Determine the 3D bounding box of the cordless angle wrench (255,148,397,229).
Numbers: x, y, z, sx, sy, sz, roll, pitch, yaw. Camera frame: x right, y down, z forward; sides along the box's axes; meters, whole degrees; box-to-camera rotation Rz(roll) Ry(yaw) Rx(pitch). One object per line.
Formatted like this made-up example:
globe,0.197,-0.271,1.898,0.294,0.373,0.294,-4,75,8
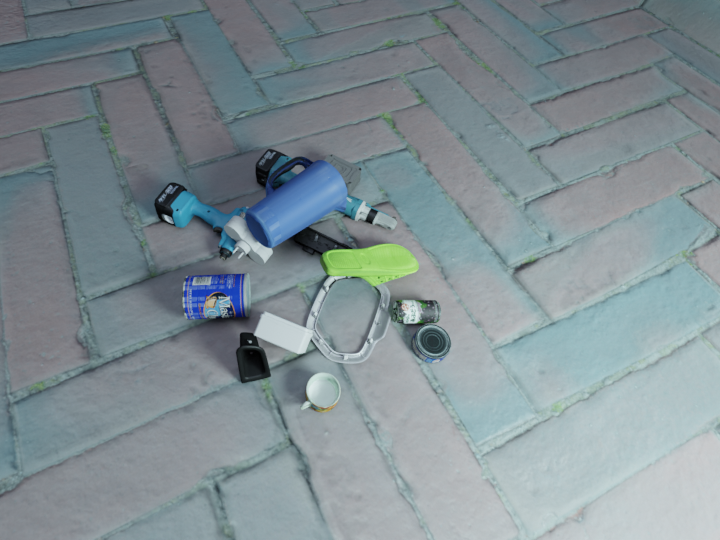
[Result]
cordless angle wrench,-0.095,-0.213,1.186,0.432,0.073,0.098,26,60,10

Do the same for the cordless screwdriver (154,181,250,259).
cordless screwdriver,-0.420,-0.128,1.112,0.251,0.073,0.161,19,59,3

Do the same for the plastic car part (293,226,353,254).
plastic car part,-0.107,-0.070,1.098,0.207,0.064,0.067,22,73,11

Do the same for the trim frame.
trim frame,-0.023,0.103,1.015,0.187,0.027,0.250,20,57,8

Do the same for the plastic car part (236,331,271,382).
plastic car part,-0.237,0.177,0.915,0.065,0.113,0.074,-11,37,-13
